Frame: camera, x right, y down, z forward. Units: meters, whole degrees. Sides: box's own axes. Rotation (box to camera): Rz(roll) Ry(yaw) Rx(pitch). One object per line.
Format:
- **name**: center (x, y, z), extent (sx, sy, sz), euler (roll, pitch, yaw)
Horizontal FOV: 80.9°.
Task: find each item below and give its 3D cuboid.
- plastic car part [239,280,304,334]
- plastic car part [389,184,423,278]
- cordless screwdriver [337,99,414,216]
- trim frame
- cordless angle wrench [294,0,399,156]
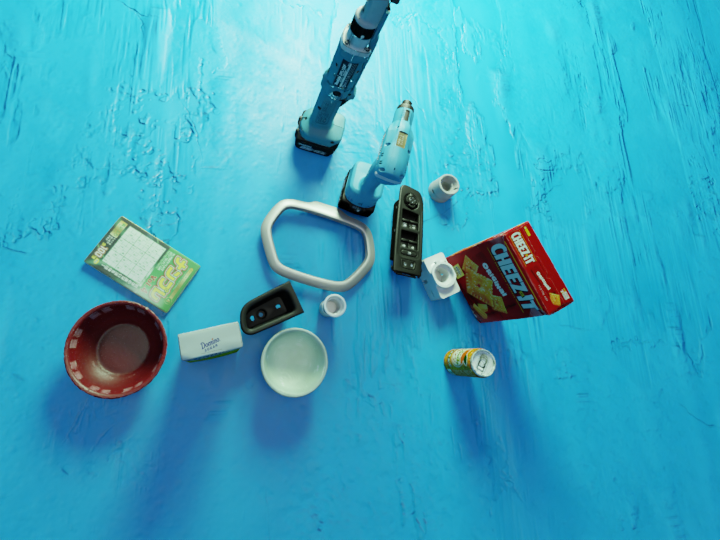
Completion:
- **plastic car part**: center (-0.176, 0.077, 0.797), extent (0.114, 0.071, 0.067), euler (-25, 86, -19)
- **plastic car part**: center (0.096, -0.082, 0.903), extent (0.065, 0.068, 0.205), euler (11, 74, -13)
- **cordless screwdriver**: center (0.034, -0.208, 0.824), extent (0.073, 0.251, 0.161), euler (19, 74, -14)
- **trim frame**: center (-0.086, -0.056, 0.875), extent (0.244, 0.028, 0.186), euler (15, 73, -9)
- **cordless angle wrench**: center (-0.036, -0.332, 0.747), extent (0.096, 0.428, 0.075), euler (15, 75, -15)
